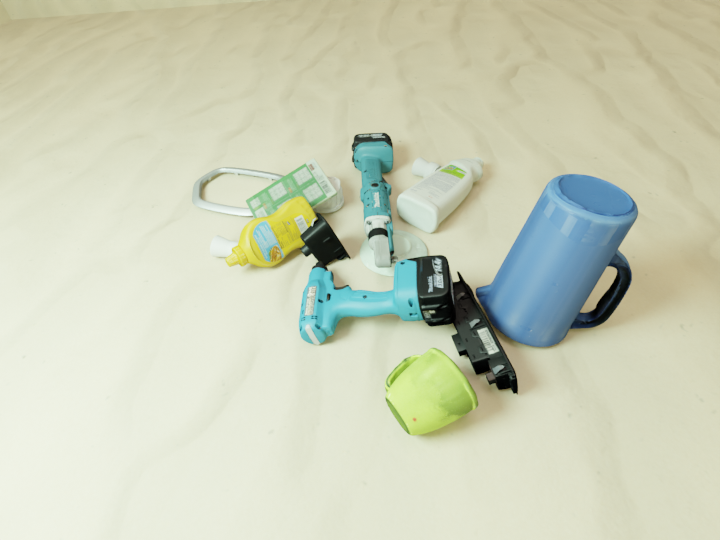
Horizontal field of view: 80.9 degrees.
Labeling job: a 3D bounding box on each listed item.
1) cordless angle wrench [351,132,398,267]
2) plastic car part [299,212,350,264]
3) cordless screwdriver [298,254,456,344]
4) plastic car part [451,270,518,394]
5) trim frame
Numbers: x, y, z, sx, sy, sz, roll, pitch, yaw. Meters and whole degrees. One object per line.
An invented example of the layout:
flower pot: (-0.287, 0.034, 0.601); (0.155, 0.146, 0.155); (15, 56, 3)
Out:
cordless angle wrench: (0.032, -0.158, 0.888); (0.098, 0.072, 0.436); (-3, 43, 1)
plastic car part: (-0.077, -0.051, 0.790); (0.071, 0.110, 0.070); (-41, 53, -3)
cordless screwdriver: (0.021, 0.029, 0.692); (0.254, 0.071, 0.163); (-11, 44, 16)
plastic car part: (0.172, 0.092, 0.652); (0.068, 0.063, 0.211); (-25, 44, 14)
trim frame: (-0.284, -0.193, 1.003); (0.256, 0.026, 0.185); (9, 48, 17)
